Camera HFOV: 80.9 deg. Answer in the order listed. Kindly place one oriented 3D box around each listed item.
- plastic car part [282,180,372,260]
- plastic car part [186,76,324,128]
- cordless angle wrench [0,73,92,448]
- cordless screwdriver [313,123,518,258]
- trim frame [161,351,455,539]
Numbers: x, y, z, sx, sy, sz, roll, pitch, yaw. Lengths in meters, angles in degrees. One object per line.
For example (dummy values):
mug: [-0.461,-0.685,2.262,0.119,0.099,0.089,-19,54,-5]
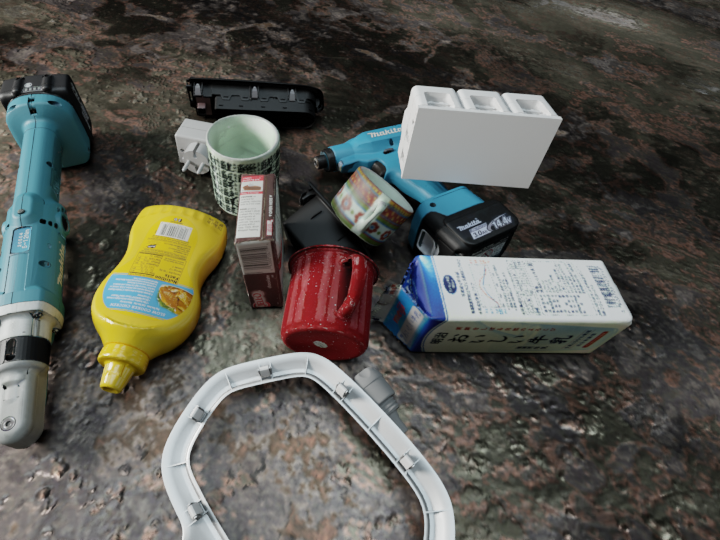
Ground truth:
plastic car part: [-0.047,-0.031,0.480,0.070,0.064,0.121,-32,66,-12]
plastic car part: [-0.150,-0.243,0.626,0.200,0.065,0.069,-4,63,-11]
cordless angle wrench: [-0.331,-0.043,0.434,0.073,0.096,0.441,-12,58,-15]
cordless screwdriver: [0.057,-0.095,0.530,0.155,0.072,0.261,-18,53,-20]
trim frame: [-0.044,0.174,0.322,0.182,0.027,0.259,-39,67,-19]
